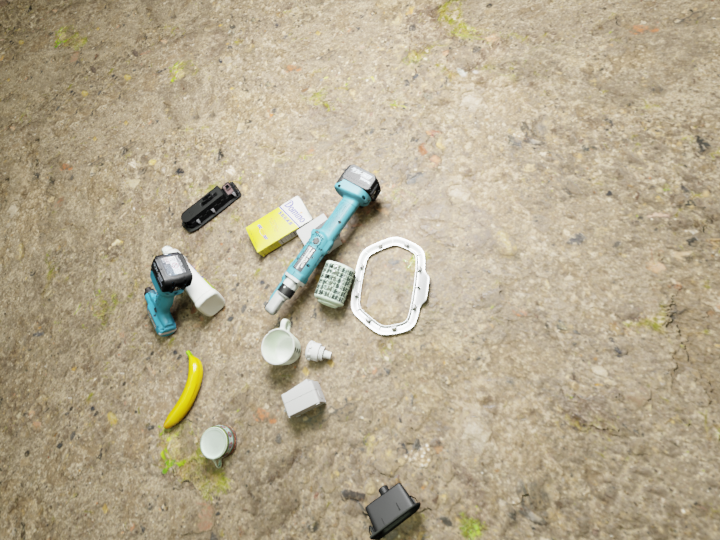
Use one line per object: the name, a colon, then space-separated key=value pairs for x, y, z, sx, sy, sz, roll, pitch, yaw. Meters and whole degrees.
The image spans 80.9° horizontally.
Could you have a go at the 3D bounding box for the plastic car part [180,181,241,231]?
plastic car part: x=-0.456 y=-0.192 z=1.261 sx=0.203 sy=0.065 sz=0.068 roll=-39 pitch=74 yaw=3

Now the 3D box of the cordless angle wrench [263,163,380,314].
cordless angle wrench: x=-0.103 y=-0.067 z=1.051 sx=0.102 sy=0.071 sz=0.423 roll=33 pitch=85 yaw=23

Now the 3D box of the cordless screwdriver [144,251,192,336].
cordless screwdriver: x=-0.526 y=0.047 z=1.124 sx=0.166 sy=0.071 sz=0.248 roll=53 pitch=133 yaw=24

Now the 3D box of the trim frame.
trim frame: x=0.072 y=0.033 z=1.037 sx=0.190 sy=0.026 sz=0.251 roll=6 pitch=71 yaw=18

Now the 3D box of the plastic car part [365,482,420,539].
plastic car part: x=0.058 y=0.483 z=0.864 sx=0.116 sy=0.062 sz=0.075 roll=-39 pitch=52 yaw=-4
